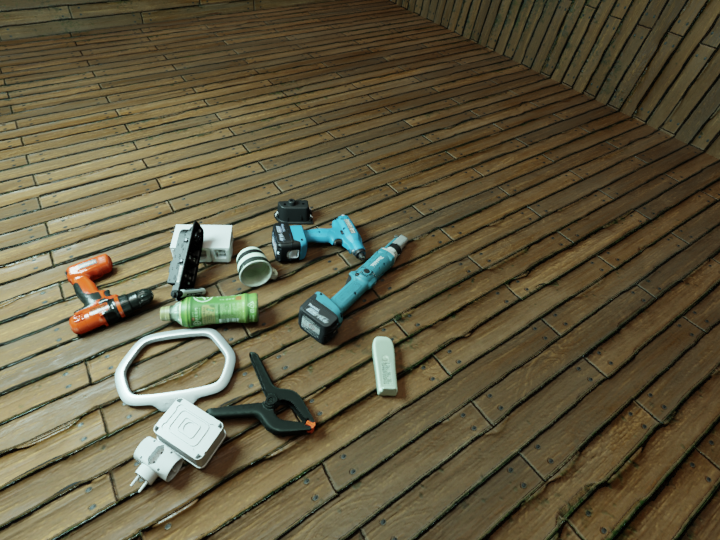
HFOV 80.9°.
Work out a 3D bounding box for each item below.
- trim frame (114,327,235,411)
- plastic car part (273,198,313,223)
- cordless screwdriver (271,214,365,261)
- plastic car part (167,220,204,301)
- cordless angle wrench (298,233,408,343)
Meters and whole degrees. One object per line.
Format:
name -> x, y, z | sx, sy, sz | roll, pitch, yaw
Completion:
trim frame -> -0.394, 0.207, 0.908 | 0.244, 0.027, 0.192 | -6, 47, -13
plastic car part -> -0.198, -0.181, 1.259 | 0.115, 0.069, 0.068 | 0, 46, -11
cordless screwdriver -> -0.114, -0.075, 1.167 | 0.242, 0.073, 0.167 | -10, 49, -20
plastic car part -> -0.433, -0.022, 1.045 | 0.069, 0.063, 0.205 | 3, 72, 20
cordless angle wrench -> 0.009, 0.019, 1.094 | 0.102, 0.072, 0.416 | 31, 50, 20
